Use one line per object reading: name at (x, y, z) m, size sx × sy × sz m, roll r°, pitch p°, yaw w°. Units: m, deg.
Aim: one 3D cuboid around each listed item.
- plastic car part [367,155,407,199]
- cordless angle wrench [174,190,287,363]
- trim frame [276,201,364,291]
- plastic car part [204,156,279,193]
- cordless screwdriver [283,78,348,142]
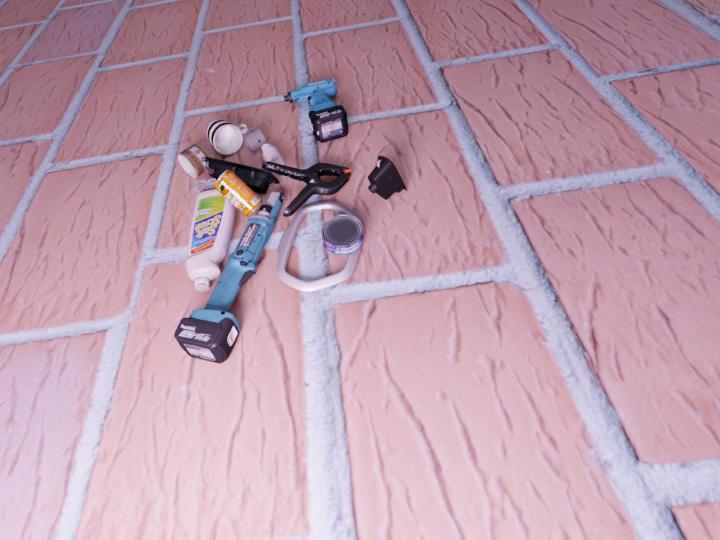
plastic car part at (0.049, -0.202, 0.955) m, size 0.069 × 0.110 × 0.071 m, roll 41°, pitch 91°, yaw 30°
cordless angle wrench at (-0.245, -0.019, 0.885) m, size 0.100 × 0.071 × 0.429 m, roll 6°, pitch 52°, yaw 12°
trim frame at (-0.089, -0.058, 0.913) m, size 0.188 × 0.026 × 0.253 m, roll 5°, pitch 56°, yaw 12°
plastic car part at (-0.304, -0.235, 1.061) m, size 0.209 × 0.063 × 0.068 m, roll 12°, pitch 65°, yaw 17°
cordless screwdriver at (-0.128, -0.458, 1.196) m, size 0.159 × 0.071 × 0.260 m, roll -15°, pitch 49°, yaw -2°
